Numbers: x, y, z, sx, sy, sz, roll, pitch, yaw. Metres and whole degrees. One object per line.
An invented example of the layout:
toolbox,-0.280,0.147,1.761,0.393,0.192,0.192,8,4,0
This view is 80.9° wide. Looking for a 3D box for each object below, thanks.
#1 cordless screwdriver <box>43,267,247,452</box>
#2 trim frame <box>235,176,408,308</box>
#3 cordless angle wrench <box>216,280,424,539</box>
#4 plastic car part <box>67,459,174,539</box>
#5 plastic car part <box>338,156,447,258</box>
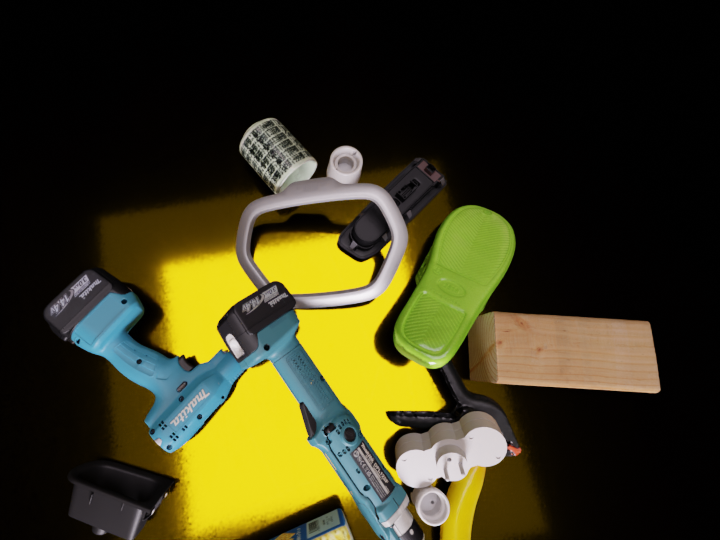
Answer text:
cordless screwdriver,-0.278,0.095,0.568,0.251,0.074,0.158,41,67,4
trim frame,-0.059,-0.038,0.601,0.253,0.027,0.182,-7,96,12
cordless angle wrench,-0.029,0.212,0.541,0.095,0.075,0.428,-30,81,-39
plastic car part,-0.305,0.289,0.523,0.117,0.065,0.071,13,89,3
plastic car part,0.053,-0.098,0.643,0.066,0.067,0.202,45,80,-1
